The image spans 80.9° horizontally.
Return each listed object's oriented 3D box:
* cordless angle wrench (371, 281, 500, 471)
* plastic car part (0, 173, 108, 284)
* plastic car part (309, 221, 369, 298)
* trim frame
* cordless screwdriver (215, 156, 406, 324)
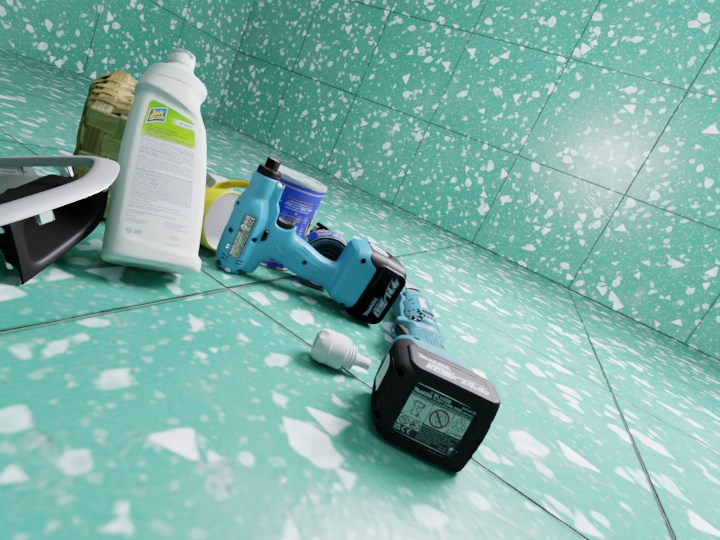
[{"bbox_3d":[0.074,0.078,0.550,0.098,0.074,0.423,24,12,-2],"label":"cordless angle wrench"},{"bbox_3d":[-0.297,-0.054,0.387,0.071,0.065,0.118,15,34,-2],"label":"plastic car part"},{"bbox_3d":[-0.034,-0.012,0.712,0.064,0.065,0.215,-7,32,-46],"label":"plastic car part"},{"bbox_3d":[-0.321,-0.063,0.339,0.250,0.027,0.189,-3,32,3],"label":"trim frame"},{"bbox_3d":[-0.056,-0.037,0.575,0.244,0.158,0.076,23,14,-10],"label":"cordless screwdriver"}]
